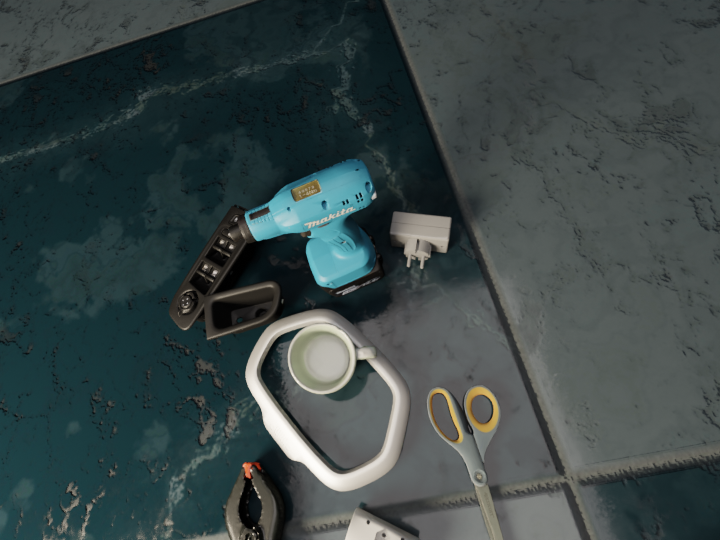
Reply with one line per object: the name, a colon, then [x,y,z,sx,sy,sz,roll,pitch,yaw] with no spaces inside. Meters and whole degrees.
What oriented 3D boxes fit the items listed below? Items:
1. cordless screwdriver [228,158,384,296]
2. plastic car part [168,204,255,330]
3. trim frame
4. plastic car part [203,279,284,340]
cordless screwdriver: [-0.053,-0.034,0.537,0.159,0.240,0.077,-21,68,0]
plastic car part: [-0.221,-0.001,0.656,0.069,0.064,0.203,27,75,19]
trim frame: [-0.049,0.163,0.571,0.183,0.026,0.259,-45,66,-8]
plastic car part: [-0.159,0.061,0.615,0.117,0.068,0.068,-15,67,5]
